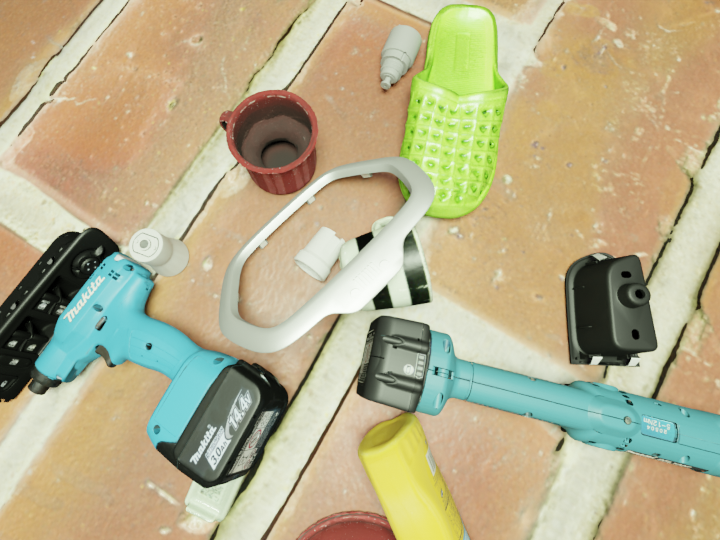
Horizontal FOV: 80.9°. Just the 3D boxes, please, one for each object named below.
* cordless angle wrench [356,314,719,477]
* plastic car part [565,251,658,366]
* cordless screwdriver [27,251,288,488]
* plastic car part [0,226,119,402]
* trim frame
[{"bbox_3d":[0.212,0.129,0.379,0.425,0.096,0.075,14,75,3],"label":"cordless angle wrench"},{"bbox_3d":[0.246,0.034,0.408,0.066,0.070,0.118,1,80,-1],"label":"plastic car part"},{"bbox_3d":[-0.202,0.104,0.400,0.259,0.071,0.159,30,80,22],"label":"cordless screwdriver"},{"bbox_3d":[-0.339,0.037,0.449,0.071,0.063,0.203,32,81,33],"label":"plastic car part"},{"bbox_3d":[-0.040,-0.026,0.412,0.247,0.026,0.195,-44,40,-10],"label":"trim frame"}]
